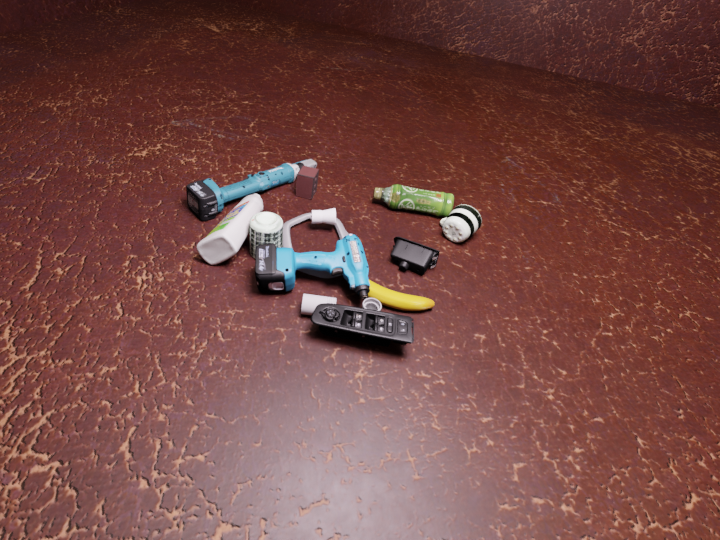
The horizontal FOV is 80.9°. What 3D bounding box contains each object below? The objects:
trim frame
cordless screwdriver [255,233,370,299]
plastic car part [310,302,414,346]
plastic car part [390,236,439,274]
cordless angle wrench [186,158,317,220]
[{"bbox_3d":[-0.104,-0.068,1.065,0.181,0.027,0.260,-6,43,-13],"label":"trim frame"},{"bbox_3d":[-0.105,0.004,0.932,0.246,0.072,0.165,-7,54,-7],"label":"cordless screwdriver"},{"bbox_3d":[0.000,0.112,0.851,0.203,0.065,0.067,13,49,1],"label":"plastic car part"},{"bbox_3d":[0.124,-0.028,1.034,0.121,0.064,0.071,20,58,18],"label":"plastic car part"},{"bbox_3d":[-0.288,-0.256,1.215,0.411,0.073,0.103,-29,55,-36],"label":"cordless angle wrench"}]
